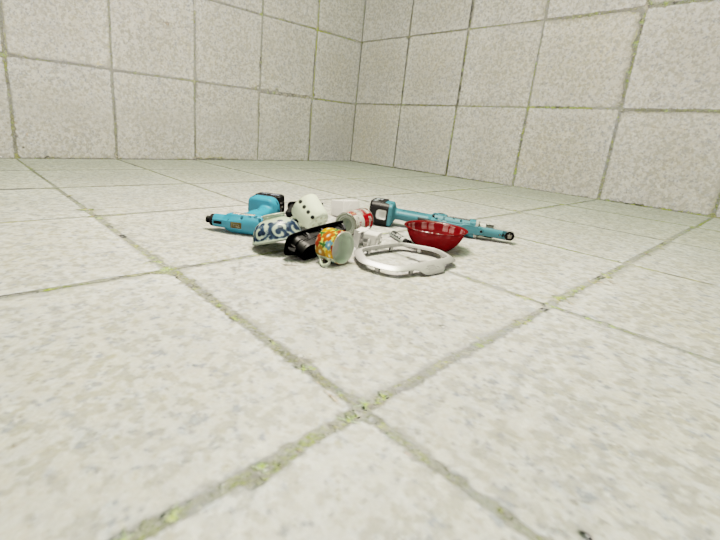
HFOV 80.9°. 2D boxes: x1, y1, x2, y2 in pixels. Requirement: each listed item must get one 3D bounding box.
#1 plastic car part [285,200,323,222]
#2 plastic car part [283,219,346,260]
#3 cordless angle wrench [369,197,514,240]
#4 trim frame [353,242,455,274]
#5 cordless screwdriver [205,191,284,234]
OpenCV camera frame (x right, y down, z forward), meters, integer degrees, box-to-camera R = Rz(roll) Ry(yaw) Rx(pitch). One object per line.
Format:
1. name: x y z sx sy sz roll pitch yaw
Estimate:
1. plastic car part: -0.174 -0.166 1.261 0.119 0.064 0.071 6 31 14
2. plastic car part: -0.094 -0.062 0.966 0.070 0.066 0.195 44 34 23
3. cordless angle wrench: 0.237 -0.146 1.276 0.437 0.073 0.096 13 19 18
4. trim frame: 0.098 -0.028 0.953 0.238 0.027 0.195 -8 21 -38
5. cordless screwdriver: -0.312 -0.161 1.185 0.162 0.073 0.249 7 22 7
